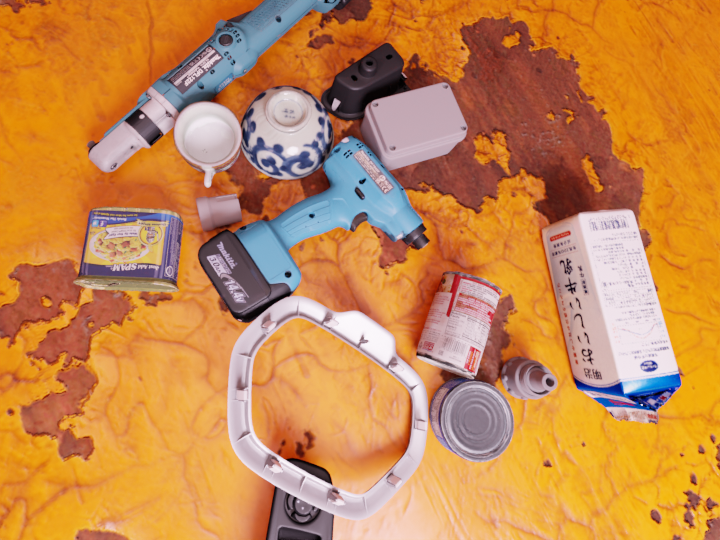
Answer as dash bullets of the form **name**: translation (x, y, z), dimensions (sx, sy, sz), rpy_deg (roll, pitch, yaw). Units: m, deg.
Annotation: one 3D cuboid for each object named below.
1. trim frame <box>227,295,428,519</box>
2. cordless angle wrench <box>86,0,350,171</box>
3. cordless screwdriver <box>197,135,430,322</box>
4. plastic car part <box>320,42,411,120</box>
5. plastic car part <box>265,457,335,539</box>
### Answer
- **trim frame**: translation (-0.022, 0.134, 0.429), dimensions (0.241, 0.028, 0.185), rpy_deg (36, 61, -16)
- **cordless angle wrench**: translation (-0.165, -0.273, 0.528), dimensions (0.099, 0.074, 0.421), rpy_deg (42, 79, 2)
- **cordless screwdriver**: translation (-0.047, -0.031, 0.482), dimensions (0.246, 0.074, 0.161), rpy_deg (-39, 85, -17)
- **plastic car part**: translation (0.010, -0.245, 0.537), dimensions (0.115, 0.071, 0.067), rpy_deg (-35, 85, -16)
- **plastic car part**: translation (-0.062, 0.292, 0.407), dimensions (0.066, 0.066, 0.206), rpy_deg (5, 73, 0)
